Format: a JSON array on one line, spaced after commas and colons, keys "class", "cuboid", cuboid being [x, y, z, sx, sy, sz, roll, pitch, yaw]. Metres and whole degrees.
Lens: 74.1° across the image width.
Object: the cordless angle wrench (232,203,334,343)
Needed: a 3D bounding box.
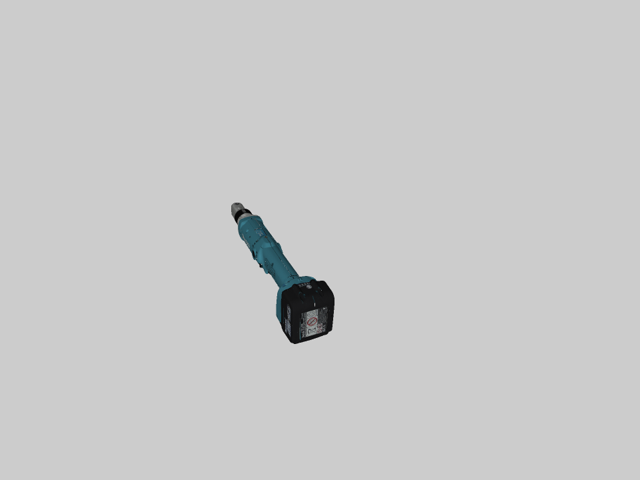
[{"class": "cordless angle wrench", "cuboid": [-0.103, 0.025, 0.818, 0.074, 0.098, 0.422, -12, 35, -24]}]
